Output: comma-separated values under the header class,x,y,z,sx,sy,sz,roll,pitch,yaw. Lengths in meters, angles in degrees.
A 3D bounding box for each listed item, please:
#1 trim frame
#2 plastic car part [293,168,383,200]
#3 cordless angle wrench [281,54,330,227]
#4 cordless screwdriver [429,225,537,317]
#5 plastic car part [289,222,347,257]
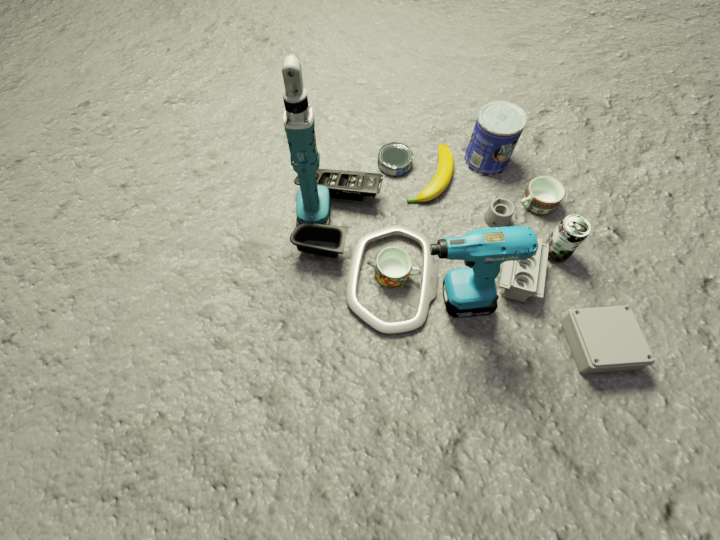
class,x,y,z,sx,sy,sz,roll,pitch,yaw
trim frame,0.068,0.012,0.881,0.187,0.026,0.253,6,61,8
plastic car part,-0.053,-0.199,0.990,0.207,0.065,0.067,10,62,10
cordless angle wrench,-0.105,-0.212,0.803,0.075,0.410,0.100,1,62,0
cordless screwdriver,0.190,0.006,0.750,0.159,0.241,0.076,-3,62,0
plastic car part,-0.089,-0.058,0.911,0.118,0.068,0.067,7,62,8
